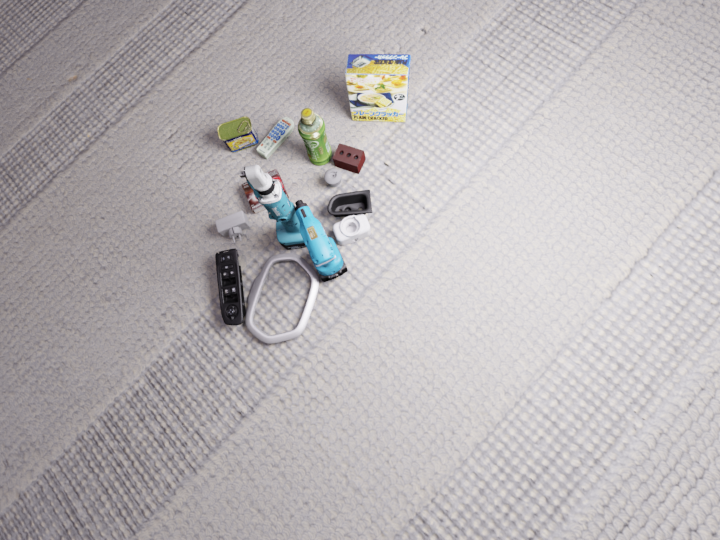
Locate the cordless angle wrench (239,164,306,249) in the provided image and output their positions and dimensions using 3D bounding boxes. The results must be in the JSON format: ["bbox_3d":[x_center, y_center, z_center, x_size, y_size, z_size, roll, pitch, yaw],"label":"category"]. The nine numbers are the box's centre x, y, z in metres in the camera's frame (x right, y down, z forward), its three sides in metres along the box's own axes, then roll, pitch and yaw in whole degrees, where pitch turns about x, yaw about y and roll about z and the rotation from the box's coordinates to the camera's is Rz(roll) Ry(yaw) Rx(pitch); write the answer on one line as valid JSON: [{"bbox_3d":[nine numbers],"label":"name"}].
[{"bbox_3d":[-0.184,-0.141,0.977,0.099,0.412,0.076,-8,77,2],"label":"cordless angle wrench"}]

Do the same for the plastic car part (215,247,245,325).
[{"bbox_3d":[-0.343,0.048,1.131,0.067,0.065,0.207,-11,73,4],"label":"plastic car part"}]

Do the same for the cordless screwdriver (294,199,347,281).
[{"bbox_3d":[-0.101,-0.066,1.031,0.074,0.242,0.163,-25,75,-2],"label":"cordless screwdriver"}]

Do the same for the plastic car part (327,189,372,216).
[{"bbox_3d":[-0.028,-0.170,1.139,0.118,0.069,0.067,-6,75,6],"label":"plastic car part"}]

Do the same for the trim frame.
[{"bbox_3d":[-0.211,0.071,1.123,0.189,0.027,0.250,14,77,13],"label":"trim frame"}]
